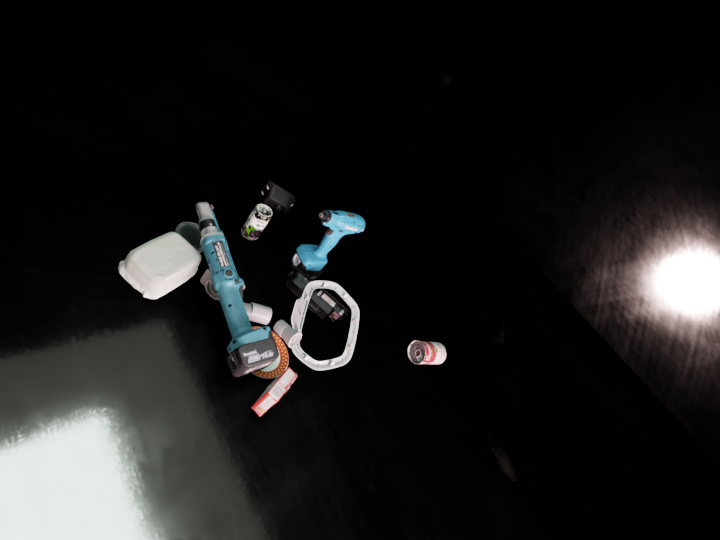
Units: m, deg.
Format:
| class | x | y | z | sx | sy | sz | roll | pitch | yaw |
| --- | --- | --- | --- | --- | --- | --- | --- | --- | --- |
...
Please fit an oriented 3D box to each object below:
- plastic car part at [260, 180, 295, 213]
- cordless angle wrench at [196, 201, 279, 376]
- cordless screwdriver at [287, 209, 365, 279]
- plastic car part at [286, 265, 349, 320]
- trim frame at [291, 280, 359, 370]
| class | x | y | z | sx | sy | sz | roll | pitch | yaw |
| --- | --- | --- | --- | --- | --- | --- | --- | --- | --- |
| plastic car part | -0.273 | -0.230 | 1.396 | 0.112 | 0.067 | 0.072 | 31 | 49 | -22 |
| cordless angle wrench | -0.303 | 0.019 | 0.954 | 0.094 | 0.075 | 0.437 | -8 | 63 | -38 |
| cordless screwdriver | -0.115 | -0.075 | 1.180 | 0.151 | 0.251 | 0.077 | 8 | 47 | -49 |
| plastic car part | -0.132 | 0.073 | 1.172 | 0.205 | 0.066 | 0.066 | 45 | 58 | 5 |
| trim frame | -0.091 | 0.136 | 1.094 | 0.181 | 0.027 | 0.252 | 20 | 57 | -10 |
